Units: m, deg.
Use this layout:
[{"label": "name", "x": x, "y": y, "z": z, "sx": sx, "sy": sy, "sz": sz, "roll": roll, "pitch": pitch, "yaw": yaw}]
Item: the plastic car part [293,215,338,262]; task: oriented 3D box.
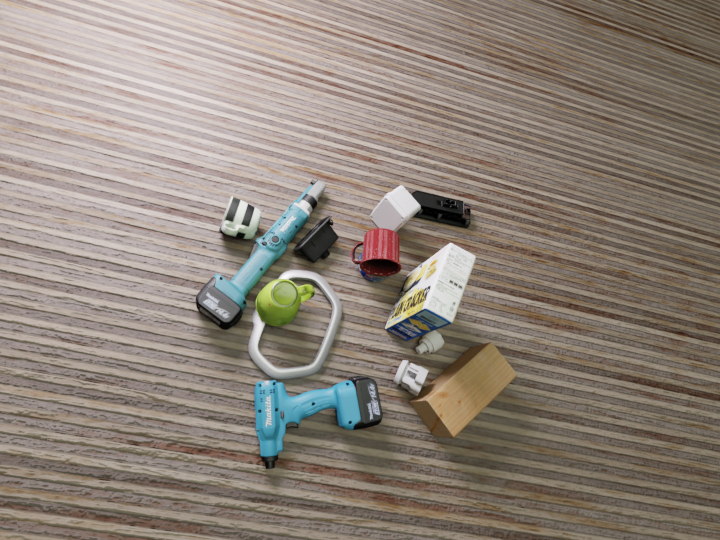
[{"label": "plastic car part", "x": -0.097, "y": -0.063, "z": 0.990, "sx": 0.069, "sy": 0.068, "sz": 0.116, "roll": 44, "pitch": 68, "yaw": -13}]

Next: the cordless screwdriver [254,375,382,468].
[{"label": "cordless screwdriver", "x": -0.084, "y": 0.295, "z": 0.842, "sx": 0.245, "sy": 0.074, "sz": 0.162, "roll": -3, "pitch": 75, "yaw": -10}]

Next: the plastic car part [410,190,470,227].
[{"label": "plastic car part", "x": 0.200, "y": -0.164, "z": 1.096, "sx": 0.200, "sy": 0.067, "sz": 0.067, "roll": 9, "pitch": 76, "yaw": -7}]

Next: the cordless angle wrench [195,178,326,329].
[{"label": "cordless angle wrench", "x": -0.199, "y": -0.060, "z": 0.957, "sx": 0.098, "sy": 0.074, "sz": 0.422, "roll": 35, "pitch": 63, "yaw": -1}]

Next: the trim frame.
[{"label": "trim frame", "x": -0.142, "y": 0.114, "z": 0.924, "sx": 0.182, "sy": 0.027, "sz": 0.250, "roll": 23, "pitch": 67, "yaw": -5}]
